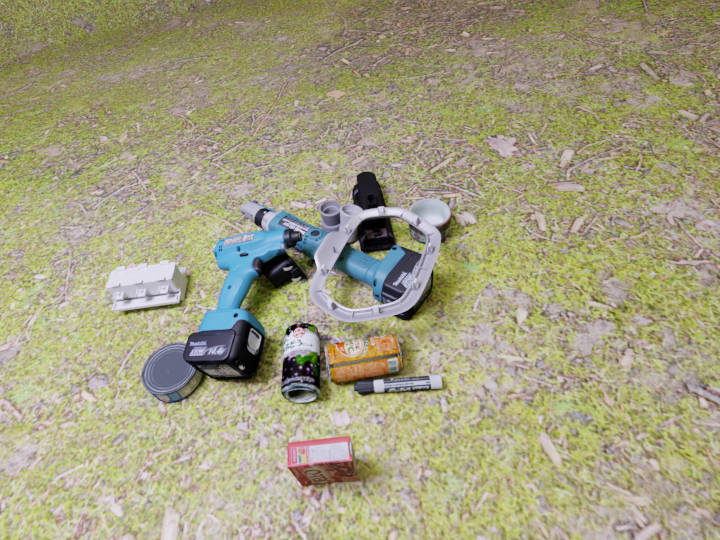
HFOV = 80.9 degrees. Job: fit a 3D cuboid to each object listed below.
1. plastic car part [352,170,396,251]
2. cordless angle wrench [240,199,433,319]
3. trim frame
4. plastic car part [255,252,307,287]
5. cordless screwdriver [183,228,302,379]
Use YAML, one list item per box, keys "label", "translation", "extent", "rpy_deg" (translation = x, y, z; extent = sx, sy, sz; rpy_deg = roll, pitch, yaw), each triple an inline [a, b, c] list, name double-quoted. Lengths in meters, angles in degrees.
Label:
- label: "plastic car part"
  translation: [0.018, -0.128, 0.833]
  extent: [0.067, 0.064, 0.210]
  rpy_deg: [-13, 45, 5]
- label: "cordless angle wrench"
  translation: [-0.076, -0.049, 0.773]
  extent: [0.445, 0.071, 0.097]
  rpy_deg: [26, 57, 31]
- label: "trim frame"
  translation: [0.021, -0.021, 0.661]
  extent: [0.192, 0.026, 0.249]
  rpy_deg: [10, 52, 25]
- label: "plastic car part"
  translation: [-0.161, -0.013, 0.764]
  extent: [0.070, 0.062, 0.123]
  rpy_deg: [-43, 51, -10]
- label: "cordless screwdriver"
  translation: [-0.175, 0.038, 0.663]
  extent: [0.163, 0.070, 0.256]
  rpy_deg: [-12, 51, 18]
